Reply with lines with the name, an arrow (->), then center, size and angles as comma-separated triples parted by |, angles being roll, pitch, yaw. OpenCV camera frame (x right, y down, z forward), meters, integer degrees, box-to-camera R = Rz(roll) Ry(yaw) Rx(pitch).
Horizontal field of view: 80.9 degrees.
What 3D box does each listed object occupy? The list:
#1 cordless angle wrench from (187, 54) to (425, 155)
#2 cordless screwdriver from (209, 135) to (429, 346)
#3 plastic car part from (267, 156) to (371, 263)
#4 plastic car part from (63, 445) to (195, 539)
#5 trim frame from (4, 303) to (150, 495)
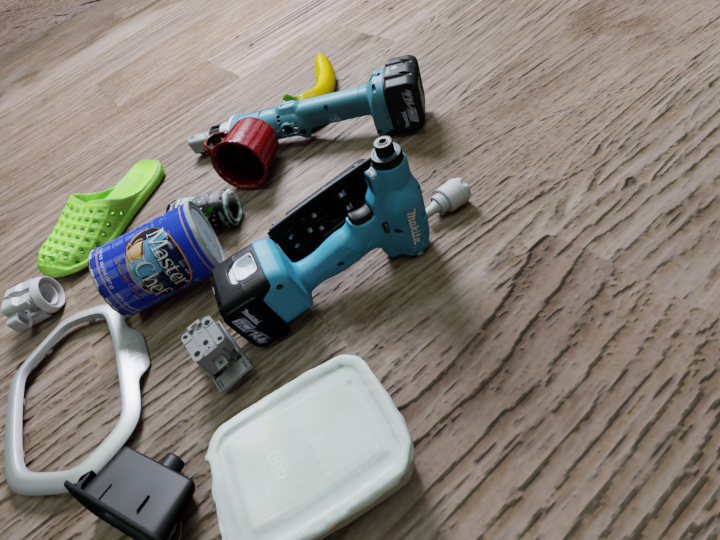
cordless angle wrench -> -0.113, -0.249, 0.702 | 0.436, 0.093, 0.076 | -4, 55, 21
cordless screwdriver -> -0.045, -0.029, 0.456 | 0.248, 0.151, 0.078 | -29, 49, -2
plastic car part -> -0.034, -0.091, 0.567 | 0.202, 0.064, 0.070 | -37, 25, -9
plastic car part -> -0.200, 0.206, 0.395 | 0.121, 0.063, 0.071 | 7, 41, 21
trim frame -> -0.347, 0.144, 0.516 | 0.183, 0.026, 0.263 | -35, 48, -7
